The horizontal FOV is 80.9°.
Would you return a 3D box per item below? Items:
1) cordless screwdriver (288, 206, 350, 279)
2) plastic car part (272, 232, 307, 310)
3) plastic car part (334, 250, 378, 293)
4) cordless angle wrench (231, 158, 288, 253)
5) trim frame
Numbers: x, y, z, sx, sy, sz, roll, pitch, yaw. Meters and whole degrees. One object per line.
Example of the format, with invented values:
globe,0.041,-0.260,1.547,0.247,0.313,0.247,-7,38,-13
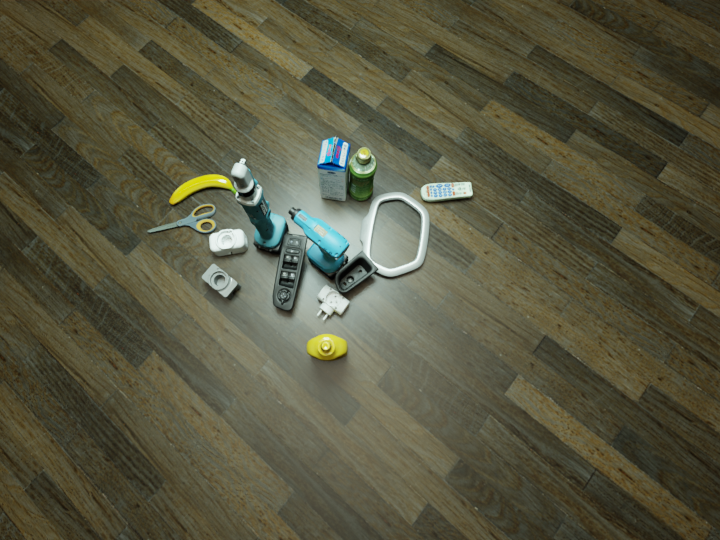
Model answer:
cordless screwdriver,-0.102,-0.067,1.047,0.163,0.244,0.074,39,78,9
plastic car part,-0.188,0.007,1.122,0.067,0.066,0.205,9,74,3
plastic car part,-0.020,0.014,1.109,0.116,0.069,0.068,-39,78,-9
cordless angle wrench,-0.237,-0.139,0.986,0.075,0.416,0.098,17,76,2
trim frame,0.092,-0.102,1.159,0.186,0.027,0.251,8,74,5
